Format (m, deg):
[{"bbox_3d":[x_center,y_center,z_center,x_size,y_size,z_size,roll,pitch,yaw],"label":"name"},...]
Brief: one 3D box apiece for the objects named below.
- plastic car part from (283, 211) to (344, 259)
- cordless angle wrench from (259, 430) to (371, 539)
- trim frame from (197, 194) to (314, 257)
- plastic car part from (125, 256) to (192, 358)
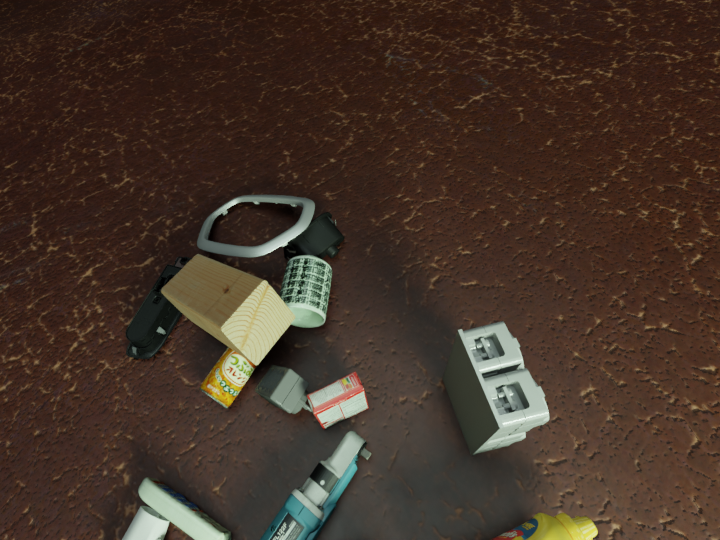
[{"bbox_3d":[-0.075,-0.049,0.763,0.115,0.065,0.073,-37,76,-19],"label":"plastic car part"},{"bbox_3d":[-0.124,0.374,0.492,0.102,0.071,0.420,28,64,23],"label":"cordless angle wrench"},{"bbox_3d":[-0.197,-0.090,0.784,0.261,0.026,0.184,6,49,33],"label":"trim frame"},{"bbox_3d":[-0.342,0.056,0.737,0.067,0.065,0.205,15,64,8],"label":"plastic car part"}]
